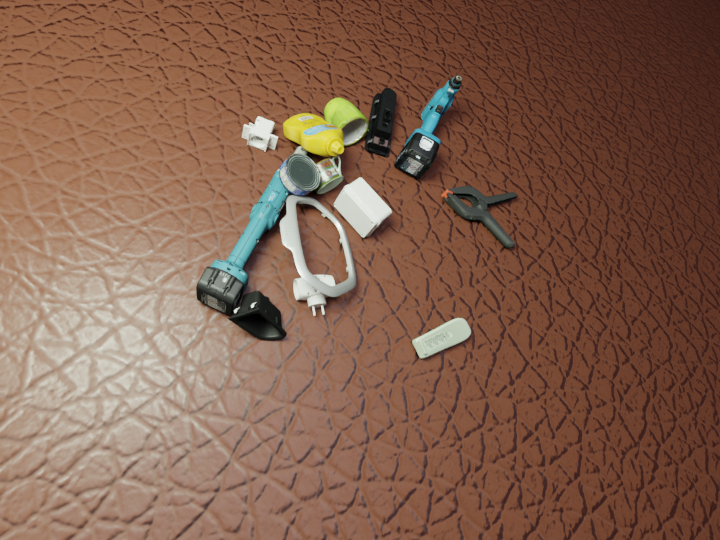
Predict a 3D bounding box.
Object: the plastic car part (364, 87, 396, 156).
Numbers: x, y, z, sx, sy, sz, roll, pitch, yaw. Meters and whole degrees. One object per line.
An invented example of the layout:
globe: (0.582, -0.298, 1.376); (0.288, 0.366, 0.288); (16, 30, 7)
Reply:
plastic car part: (0.058, -0.394, 1.088); (0.066, 0.066, 0.207); (11, 62, -6)

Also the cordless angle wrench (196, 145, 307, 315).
cordless angle wrench: (-0.199, -0.112, 0.873); (0.074, 0.098, 0.426); (25, 59, -5)

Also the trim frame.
trim frame: (-0.085, -0.055, 0.867); (0.174, 0.028, 0.258); (18, 47, -41)

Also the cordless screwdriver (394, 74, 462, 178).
cordless screwdriver: (0.177, -0.359, 1.050); (0.073, 0.160, 0.250); (28, 64, -8)

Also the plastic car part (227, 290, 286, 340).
plastic car part: (-0.186, 0.079, 0.793); (0.067, 0.110, 0.073); (-18, 54, 17)
